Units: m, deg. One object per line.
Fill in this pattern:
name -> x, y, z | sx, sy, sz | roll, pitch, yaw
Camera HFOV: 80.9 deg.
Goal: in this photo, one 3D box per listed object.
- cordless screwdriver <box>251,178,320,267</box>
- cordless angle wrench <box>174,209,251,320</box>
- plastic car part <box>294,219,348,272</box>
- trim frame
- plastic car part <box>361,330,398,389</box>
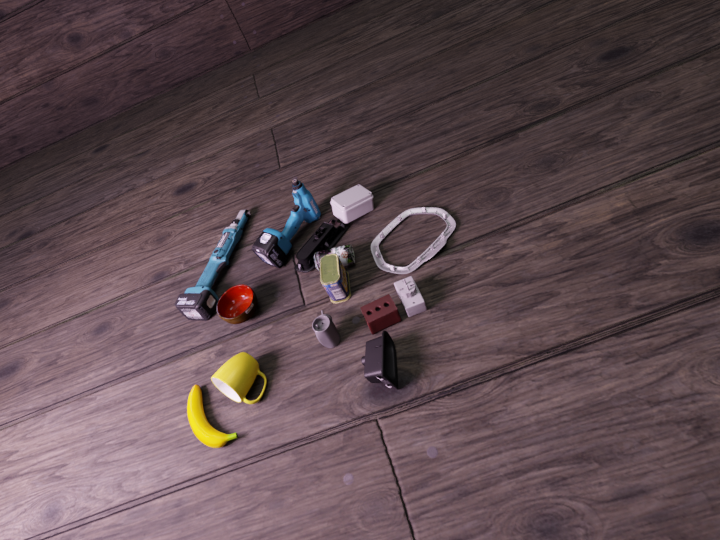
cordless screwdriver -> -0.221, -0.141, 1.250 | 0.078, 0.151, 0.248 | 19, 63, 34
cordless angle wrench -> -0.438, -0.041, 1.324 | 0.101, 0.071, 0.430 | -4, 48, 21
plastic car part -> -0.119, -0.078, 1.217 | 0.070, 0.064, 0.202 | 24, 67, 28
trim frame -> 0.138, -0.088, 1.130 | 0.246, 0.026, 0.195 | -42, 49, -16
plastic car part -> 0.036, 0.196, 0.916 | 0.072, 0.062, 0.120 | -24, 41, 22
